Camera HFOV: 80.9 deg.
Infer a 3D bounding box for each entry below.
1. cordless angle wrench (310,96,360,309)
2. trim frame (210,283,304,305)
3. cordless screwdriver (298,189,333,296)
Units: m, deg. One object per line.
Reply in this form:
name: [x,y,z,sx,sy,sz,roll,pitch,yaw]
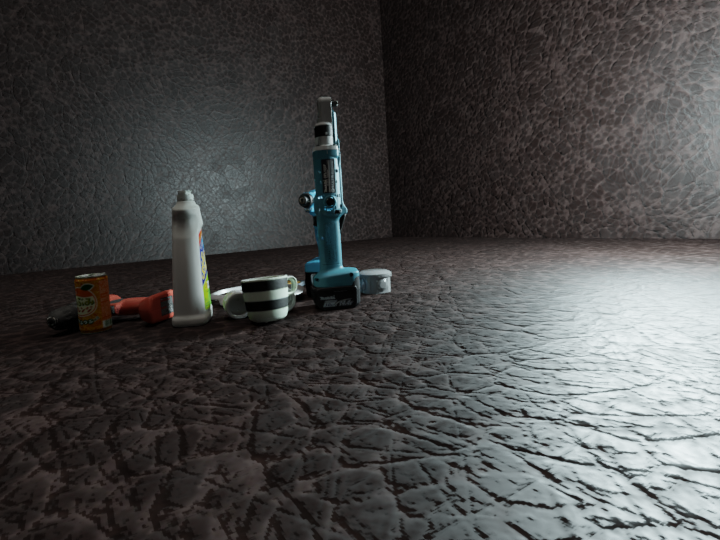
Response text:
cordless angle wrench: [-0.063,-0.136,0.856,0.097,0.421,0.075,-4,3,-9]
trim frame: [-0.247,0.056,0.998,0.259,0.027,0.178,0,8,28]
cordless screwdriver: [-0.096,-0.063,0.981,0.077,0.247,0.155,-2,5,19]
